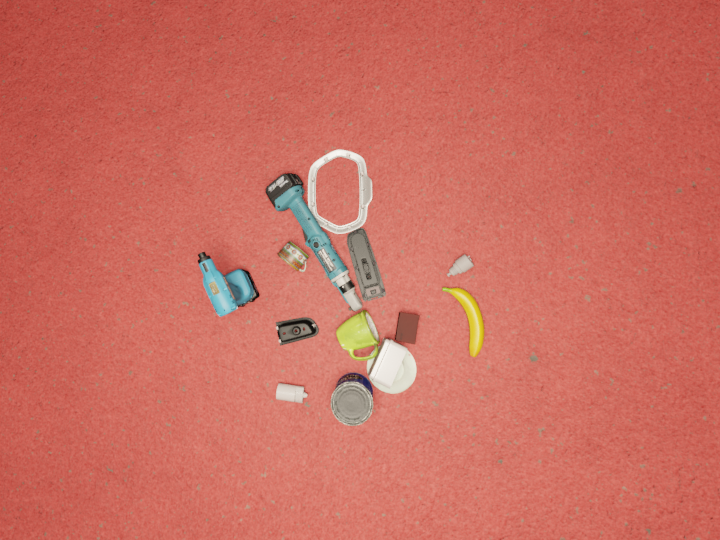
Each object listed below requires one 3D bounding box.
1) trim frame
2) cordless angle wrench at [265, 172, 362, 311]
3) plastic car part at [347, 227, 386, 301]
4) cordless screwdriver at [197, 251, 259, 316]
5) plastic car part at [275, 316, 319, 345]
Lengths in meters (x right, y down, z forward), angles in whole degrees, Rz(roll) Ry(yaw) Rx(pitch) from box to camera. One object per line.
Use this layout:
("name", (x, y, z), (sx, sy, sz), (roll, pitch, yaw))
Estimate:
("trim frame", (-0.060, -0.228, 1.211), (0.186, 0.027, 0.251), (-1, 81, 5))
("cordless angle wrench", (-0.115, -0.075, 1.172), (0.099, 0.072, 0.427), (-35, 84, 23))
("plastic car part", (0.009, -0.020, 1.159), (0.067, 0.065, 0.206), (-18, 78, 9))
("cordless screwdriver", (-0.345, 0.029, 1.097), (0.074, 0.247, 0.160), (-27, 89, -1))
("plastic car part", (-0.177, 0.164, 1.149), (0.118, 0.070, 0.066), (-13, 85, 6))
